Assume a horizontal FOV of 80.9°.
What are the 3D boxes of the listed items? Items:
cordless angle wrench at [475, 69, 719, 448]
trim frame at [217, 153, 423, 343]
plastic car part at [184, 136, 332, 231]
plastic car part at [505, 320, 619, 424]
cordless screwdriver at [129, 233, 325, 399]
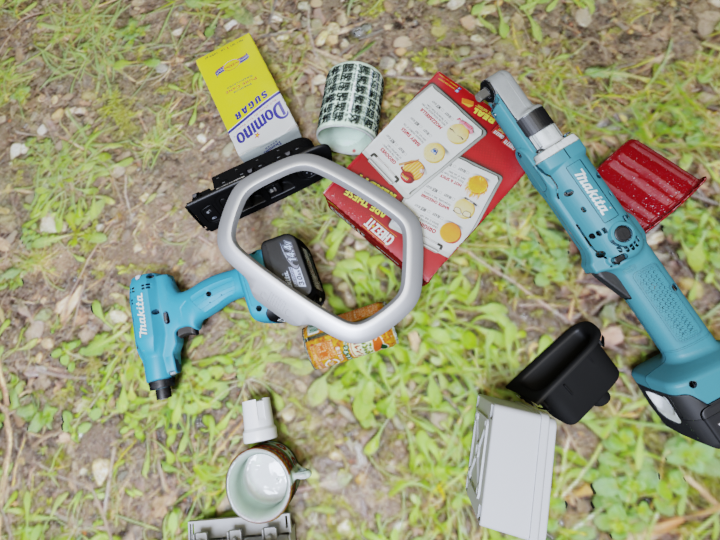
[{"bbox_3d":[0.256,-0.033,0.440,0.098,0.073,0.427,-31,84,0],"label":"cordless angle wrench"},{"bbox_3d":[-0.047,-0.030,0.476,0.254,0.027,0.184,32,80,12],"label":"trim frame"},{"bbox_3d":[-0.134,-0.124,0.576,0.204,0.063,0.070,-21,51,5],"label":"plastic car part"},{"bbox_3d":[0.233,0.119,0.458,0.116,0.066,0.071,-38,91,-5],"label":"plastic car part"},{"bbox_3d":[-0.169,0.056,0.529,0.251,0.072,0.163,-17,75,8],"label":"cordless screwdriver"}]
